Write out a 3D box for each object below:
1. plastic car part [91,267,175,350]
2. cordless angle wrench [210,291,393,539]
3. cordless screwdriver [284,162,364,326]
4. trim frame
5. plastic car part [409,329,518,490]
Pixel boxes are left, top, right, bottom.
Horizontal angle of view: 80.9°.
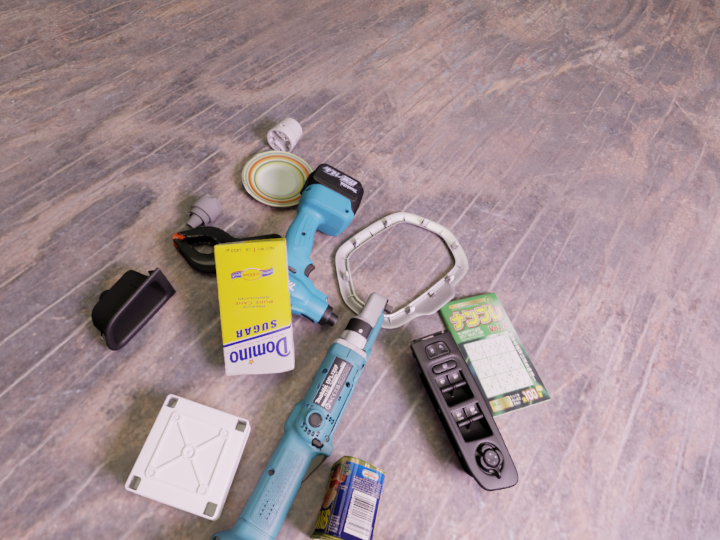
[{"bbox_3d":[-0.333,0.045,0.597,0.074,0.063,0.116,25,60,22],"label":"plastic car part"},{"bbox_3d":[-0.059,0.195,0.531,0.099,0.073,0.424,26,58,5],"label":"cordless angle wrench"},{"bbox_3d":[-0.065,-0.043,0.666,0.158,0.074,0.249,30,58,-4],"label":"cordless screwdriver"},{"bbox_3d":[0.072,-0.009,0.708,0.243,0.027,0.190,-32,69,-26],"label":"trim frame"},{"bbox_3d":[0.129,0.189,0.569,0.064,0.066,0.212,-11,58,-25],"label":"plastic car part"}]
